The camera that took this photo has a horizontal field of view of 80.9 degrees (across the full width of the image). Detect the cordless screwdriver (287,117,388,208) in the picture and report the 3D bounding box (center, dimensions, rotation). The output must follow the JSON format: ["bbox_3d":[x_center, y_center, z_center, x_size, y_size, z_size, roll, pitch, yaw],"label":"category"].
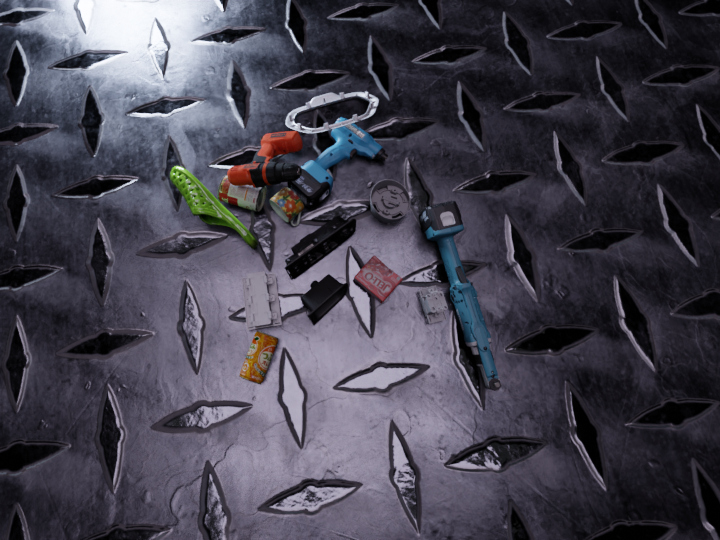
[{"bbox_3d":[-0.057,-0.258,1.054,0.162,0.073,0.248,37,73,9],"label":"cordless screwdriver"}]

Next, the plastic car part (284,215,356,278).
[{"bbox_3d":[-0.098,-0.064,1.006,0.202,0.063,0.071,-33,53,-8],"label":"plastic car part"}]

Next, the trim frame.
[{"bbox_3d":[-0.074,-0.411,1.087,0.247,0.026,0.193,-19,44,-3],"label":"trim frame"}]

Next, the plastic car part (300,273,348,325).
[{"bbox_3d":[-0.091,0.057,0.971,0.074,0.063,0.116,39,74,23],"label":"plastic car part"}]

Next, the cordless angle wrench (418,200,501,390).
[{"bbox_3d":[0.233,0.054,0.955,0.074,0.097,0.430,-14,78,-6],"label":"cordless angle wrench"}]
